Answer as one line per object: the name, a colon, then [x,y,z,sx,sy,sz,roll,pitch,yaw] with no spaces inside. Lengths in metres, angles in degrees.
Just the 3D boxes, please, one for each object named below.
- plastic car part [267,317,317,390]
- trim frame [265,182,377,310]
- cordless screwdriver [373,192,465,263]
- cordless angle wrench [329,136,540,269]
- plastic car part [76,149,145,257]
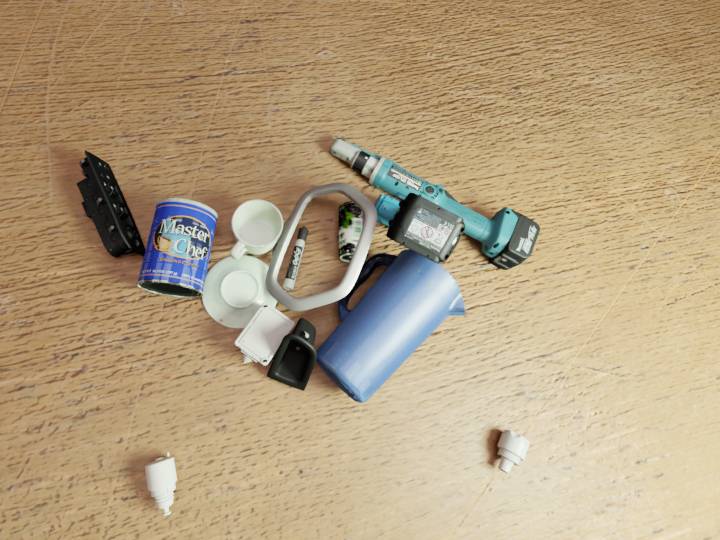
plastic car part: [-0.098,0.123,0.673,0.066,0.115,0.072,21,34,-3]
trim frame: [-0.071,-0.047,0.728,0.192,0.026,0.250,10,71,26]
cordless screwdriver: [0.106,-0.069,0.702,0.157,0.252,0.074,27,98,-8]
cordless angle wrench: [0.127,-0.144,0.819,0.427,0.073,0.098,29,68,5]
plastic car part: [-0.434,-0.104,0.723,0.066,0.065,0.207,-32,78,-9]
